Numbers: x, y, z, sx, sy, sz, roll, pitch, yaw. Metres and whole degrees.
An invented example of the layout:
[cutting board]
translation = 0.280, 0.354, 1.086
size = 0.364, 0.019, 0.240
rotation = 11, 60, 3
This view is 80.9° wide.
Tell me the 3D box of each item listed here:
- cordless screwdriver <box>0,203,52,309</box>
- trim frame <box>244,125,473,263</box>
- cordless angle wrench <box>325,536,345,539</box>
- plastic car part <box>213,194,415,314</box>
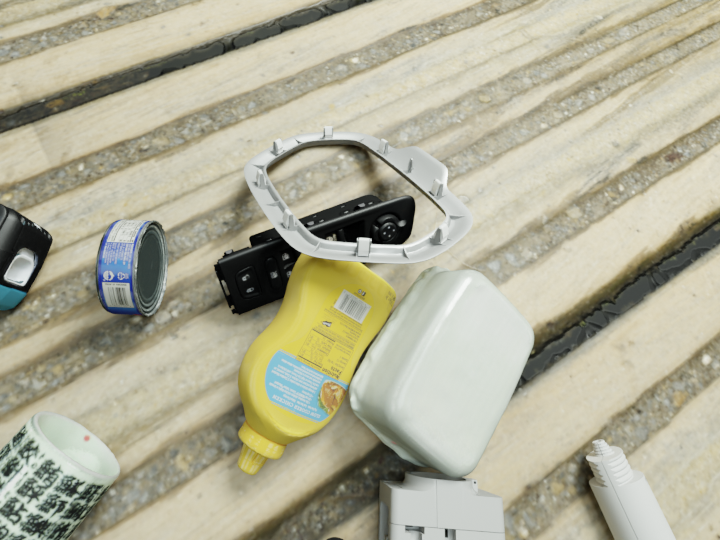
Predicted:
[cordless screwdriver]
translation = -0.347, 0.063, 0.347
size = 0.160, 0.073, 0.250
rotation = 20, 72, 1
[trim frame]
translation = -0.009, -0.086, 0.406
size = 0.180, 0.027, 0.262
rotation = -17, 42, -20
[cordless angle wrench]
translation = 0.146, 0.343, 0.288
size = 0.426, 0.074, 0.098
rotation = 29, 69, 3
[plastic car part]
translation = -0.041, -0.027, 0.419
size = 0.200, 0.064, 0.070
rotation = -19, 31, -11
